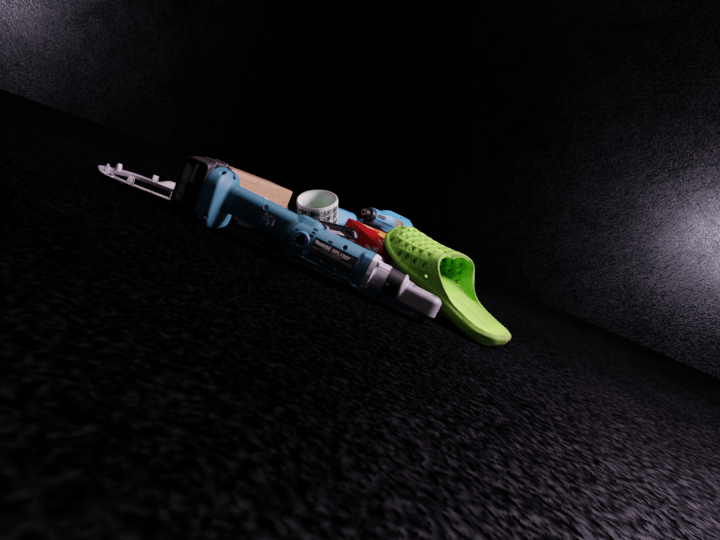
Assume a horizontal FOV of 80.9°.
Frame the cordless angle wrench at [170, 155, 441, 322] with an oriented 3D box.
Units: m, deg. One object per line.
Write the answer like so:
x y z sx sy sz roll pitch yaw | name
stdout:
-0.081 -0.045 0.620 0.434 0.097 0.073 27 11 13 | cordless angle wrench

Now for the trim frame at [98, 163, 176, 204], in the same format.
-0.360 -0.150 0.785 0.246 0.027 0.186 19 7 -6 | trim frame

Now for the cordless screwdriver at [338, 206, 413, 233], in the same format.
-0.018 -0.113 1.002 0.262 0.075 0.150 5 -8 44 | cordless screwdriver

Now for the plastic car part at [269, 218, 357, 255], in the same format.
-0.072 -0.047 0.737 0.192 0.066 0.071 11 31 -47 | plastic car part
